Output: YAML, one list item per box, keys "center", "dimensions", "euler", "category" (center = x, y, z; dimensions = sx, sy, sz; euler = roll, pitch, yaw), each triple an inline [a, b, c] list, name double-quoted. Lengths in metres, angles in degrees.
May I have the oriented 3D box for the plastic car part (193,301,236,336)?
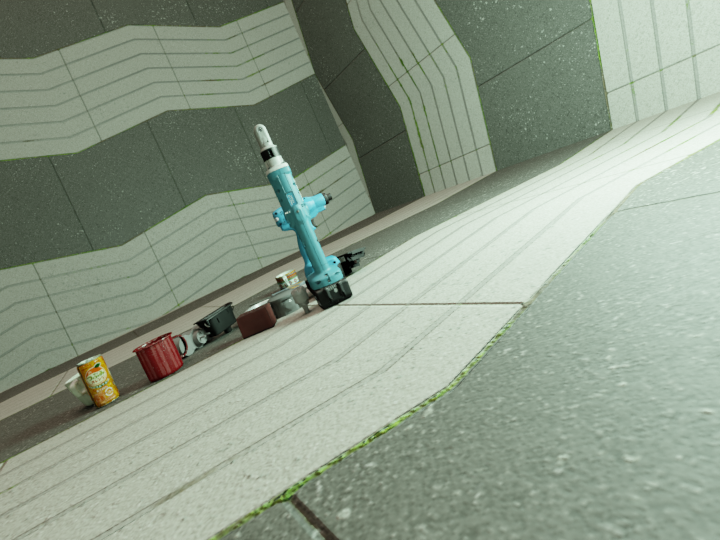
- center: [-0.375, 0.138, 1.136]
  dimensions: [0.068, 0.070, 0.113]
  euler: [-19, 9, 38]
  category: "plastic car part"

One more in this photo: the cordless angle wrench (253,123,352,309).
- center: [-0.140, -0.123, 0.930]
  dimensions: [0.073, 0.420, 0.099]
  euler: [-24, 4, -11]
  category: "cordless angle wrench"

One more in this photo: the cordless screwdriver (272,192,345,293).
- center: [-0.106, -0.069, 1.084]
  dimensions: [0.157, 0.247, 0.076]
  euler: [-25, 4, -11]
  category: "cordless screwdriver"

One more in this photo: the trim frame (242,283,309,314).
- center: [-0.219, 0.083, 1.194]
  dimensions: [0.248, 0.027, 0.186]
  euler: [-24, 9, -1]
  category: "trim frame"

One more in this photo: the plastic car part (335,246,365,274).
- center: [-0.057, -0.019, 1.240]
  dimensions: [0.064, 0.066, 0.210]
  euler: [-28, 9, -35]
  category: "plastic car part"
